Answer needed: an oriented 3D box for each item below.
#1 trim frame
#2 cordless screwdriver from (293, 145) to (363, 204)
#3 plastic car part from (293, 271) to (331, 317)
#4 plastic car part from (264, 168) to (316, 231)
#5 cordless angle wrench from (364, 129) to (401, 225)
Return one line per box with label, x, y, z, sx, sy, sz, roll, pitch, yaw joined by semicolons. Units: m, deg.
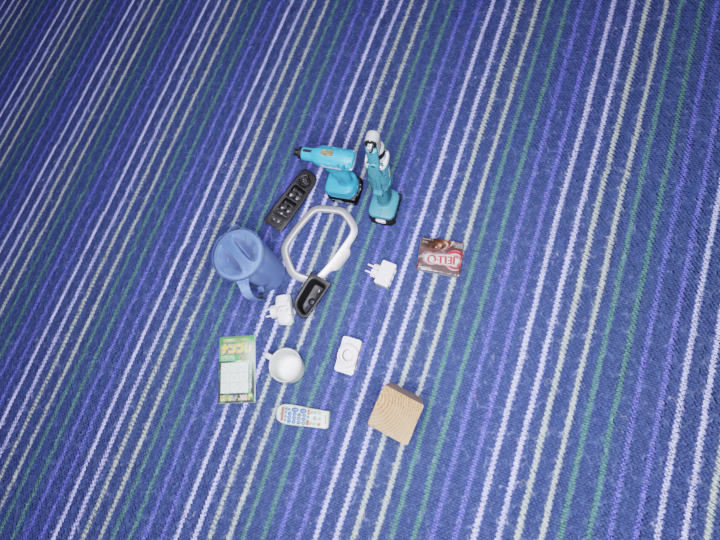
trim frame;-0.119;-0.078;1.213;0.191;0.026;0.248;36;84;19
cordless screwdriver;-0.079;-0.262;1.143;0.163;0.241;0.075;14;79;12
plastic car part;-0.133;0.075;1.150;0.068;0.069;0.116;30;83;16
plastic car part;-0.196;-0.203;1.245;0.068;0.065;0.203;31;83;16
cordless angle wrench;0.047;-0.218;1.013;0.076;0.410;0.098;13;79;10
